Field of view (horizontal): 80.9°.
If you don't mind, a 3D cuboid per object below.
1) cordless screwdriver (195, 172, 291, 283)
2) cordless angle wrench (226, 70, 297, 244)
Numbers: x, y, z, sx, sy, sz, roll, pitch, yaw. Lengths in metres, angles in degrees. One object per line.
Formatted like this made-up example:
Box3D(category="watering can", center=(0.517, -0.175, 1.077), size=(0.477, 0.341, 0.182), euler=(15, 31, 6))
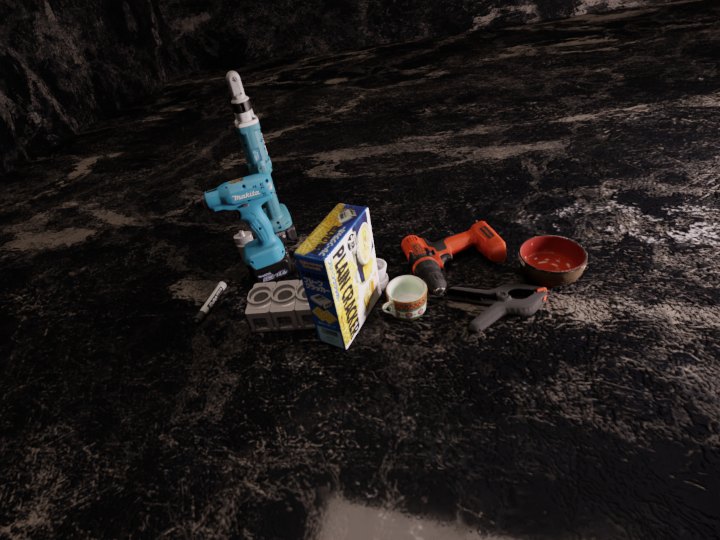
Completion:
Box3D(category="cordless screwdriver", center=(-0.247, -0.084, 0.925), size=(0.158, 0.239, 0.078), euler=(-15, 37, -5))
Box3D(category="cordless angle wrench", center=(-0.237, -0.248, 0.991), size=(0.073, 0.406, 0.103), euler=(-18, 37, -11))
